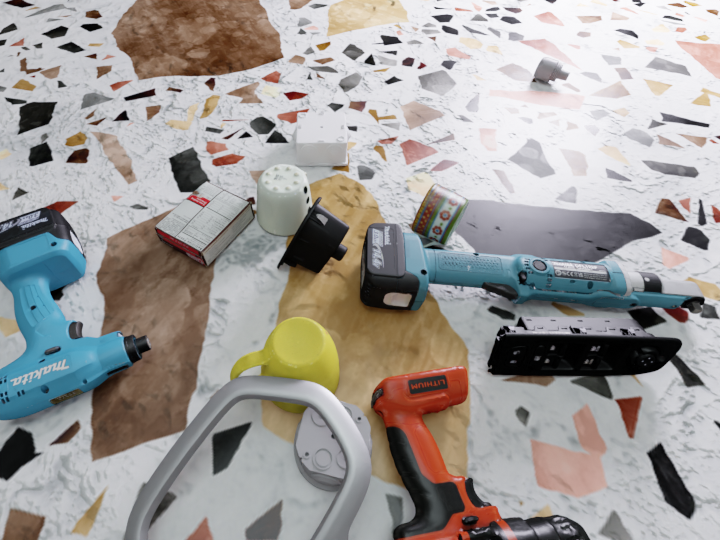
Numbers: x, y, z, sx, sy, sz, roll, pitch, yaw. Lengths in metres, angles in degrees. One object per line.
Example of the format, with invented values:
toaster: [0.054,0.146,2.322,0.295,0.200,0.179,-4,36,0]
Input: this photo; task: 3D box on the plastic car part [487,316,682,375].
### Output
plastic car part: [0.249,0.085,0.488,0.204,0.065,0.068,3,28,3]

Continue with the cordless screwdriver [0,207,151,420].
cordless screwdriver: [-0.361,0.034,0.515,0.156,0.072,0.260,-22,60,-17]

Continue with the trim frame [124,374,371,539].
trim frame: [-0.100,0.211,0.370,0.192,0.026,0.248,30,75,22]

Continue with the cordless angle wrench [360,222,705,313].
cordless angle wrench: [0.214,0.010,0.536,0.423,0.072,0.100,5,54,1]

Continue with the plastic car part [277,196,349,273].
plastic car part: [-0.054,-0.035,0.550,0.070,0.118,0.066,34,56,-9]
